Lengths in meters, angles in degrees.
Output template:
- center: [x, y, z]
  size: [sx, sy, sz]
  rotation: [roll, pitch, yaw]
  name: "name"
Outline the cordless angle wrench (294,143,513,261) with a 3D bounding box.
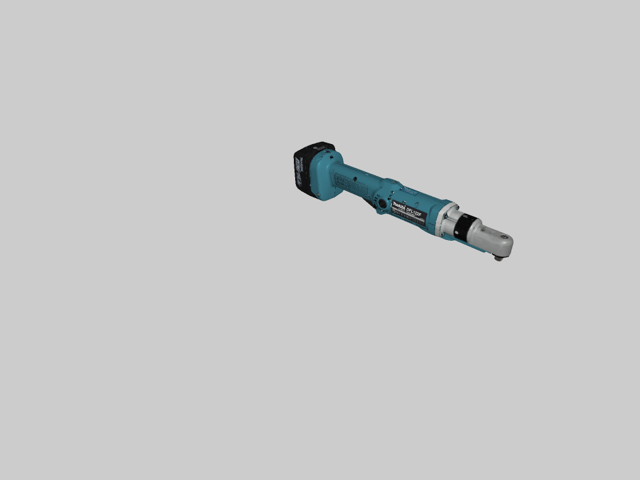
- center: [0.121, -0.070, 0.724]
  size: [0.074, 0.098, 0.423]
  rotation: [-30, 43, -34]
  name: "cordless angle wrench"
